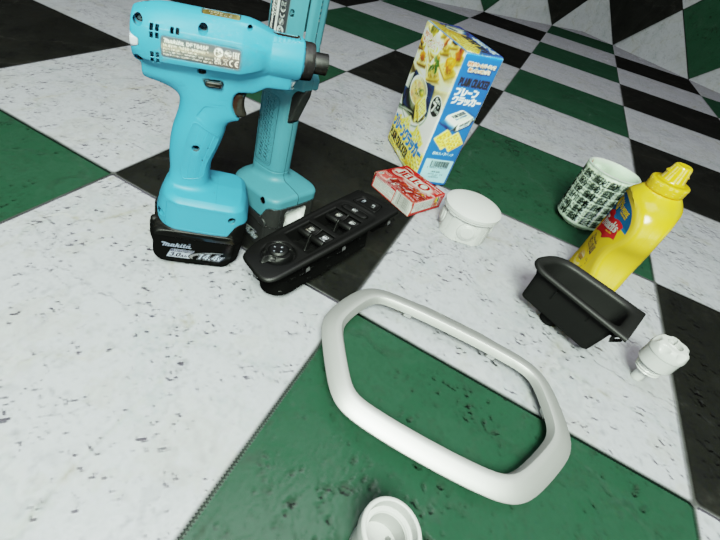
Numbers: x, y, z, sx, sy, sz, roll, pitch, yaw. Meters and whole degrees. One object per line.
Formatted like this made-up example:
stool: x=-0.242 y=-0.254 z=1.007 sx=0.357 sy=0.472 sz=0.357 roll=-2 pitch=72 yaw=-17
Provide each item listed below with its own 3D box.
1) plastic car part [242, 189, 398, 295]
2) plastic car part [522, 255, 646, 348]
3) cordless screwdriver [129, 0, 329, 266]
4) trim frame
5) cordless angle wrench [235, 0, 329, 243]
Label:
plastic car part: x=-0.047 y=-0.031 z=0.483 sx=0.069 sy=0.066 sz=0.197 roll=39 pitch=45 yaw=23
plastic car part: x=0.243 y=0.042 z=0.489 sx=0.064 sy=0.070 sz=0.122 roll=-24 pitch=55 yaw=-38
cordless screwdriver: x=-0.131 y=-0.115 z=0.415 sx=0.155 sy=0.245 sz=0.077 roll=6 pitch=42 yaw=-16
trim frame: x=0.076 y=0.102 z=0.402 sx=0.253 sy=0.027 sz=0.184 roll=23 pitch=41 yaw=9
cordless angle wrench: x=-0.065 y=-0.209 z=0.410 sx=0.072 sy=0.416 sz=0.102 roll=-24 pitch=57 yaw=-40
